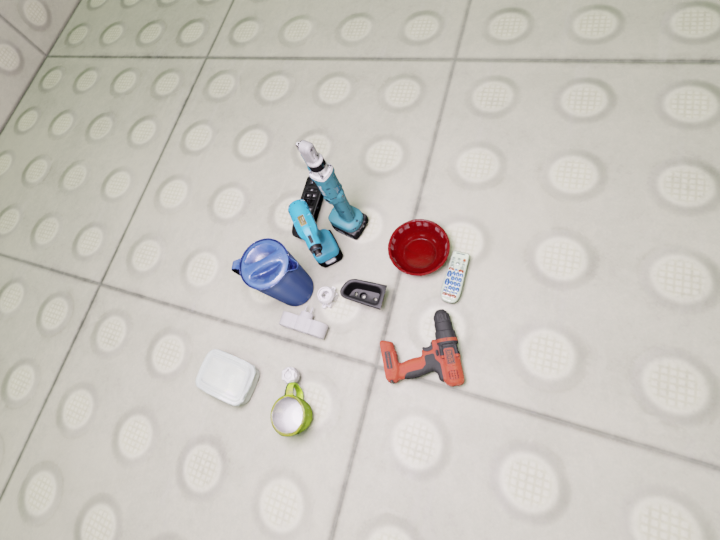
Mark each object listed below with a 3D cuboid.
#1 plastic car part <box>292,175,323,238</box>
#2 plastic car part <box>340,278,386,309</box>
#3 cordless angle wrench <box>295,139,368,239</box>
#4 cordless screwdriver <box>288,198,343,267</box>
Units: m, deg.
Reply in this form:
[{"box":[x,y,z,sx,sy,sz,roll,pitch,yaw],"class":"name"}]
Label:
[{"box":[-0.155,-0.185,1.285,0.069,0.064,0.204,11,73,19],"class":"plastic car part"},{"box":[0.011,0.065,1.131,0.121,0.068,0.066,13,74,21],"class":"plastic car part"},{"box":[-0.071,-0.199,1.073,0.102,0.405,0.074,27,79,21],"class":"cordless angle wrench"},{"box":[-0.110,-0.072,1.129,0.075,0.238,0.165,-28,66,3],"class":"cordless screwdriver"}]
